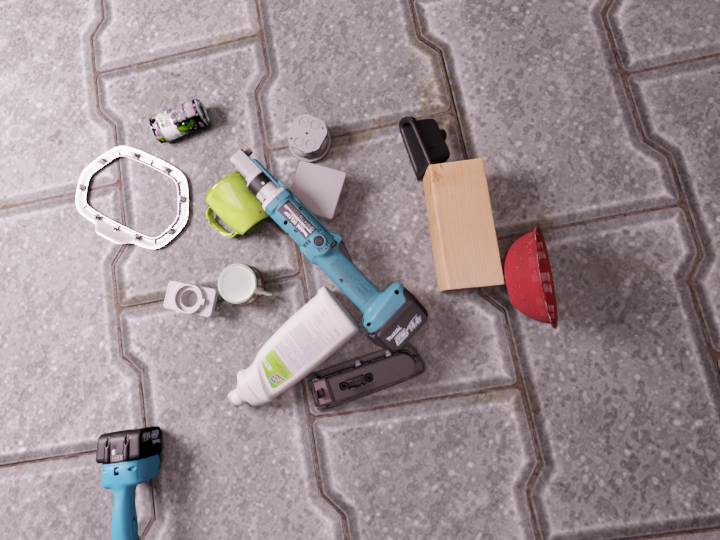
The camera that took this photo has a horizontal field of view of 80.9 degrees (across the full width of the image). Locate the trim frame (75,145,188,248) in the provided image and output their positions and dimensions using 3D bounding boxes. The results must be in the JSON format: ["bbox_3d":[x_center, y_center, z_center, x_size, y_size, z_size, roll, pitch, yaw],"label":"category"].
[{"bbox_3d":[-0.448,-0.143,0.828,0.252,0.027,0.184,26,87,8],"label":"trim frame"}]

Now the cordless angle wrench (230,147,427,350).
[{"bbox_3d":[-0.070,-0.046,0.713,0.097,0.074,0.425,-44,87,-11],"label":"cordless angle wrench"}]

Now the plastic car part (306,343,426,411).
[{"bbox_3d":[0.009,0.177,0.714,0.203,0.065,0.068,-19,75,0],"label":"plastic car part"}]

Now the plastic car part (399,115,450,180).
[{"bbox_3d":[0.122,-0.231,0.762,0.070,0.066,0.118,-12,78,-13],"label":"plastic car part"}]

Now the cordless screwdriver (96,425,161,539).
[{"bbox_3d":[-0.375,0.396,0.701,0.074,0.155,0.256,-9,67,-2],"label":"cordless screwdriver"}]
